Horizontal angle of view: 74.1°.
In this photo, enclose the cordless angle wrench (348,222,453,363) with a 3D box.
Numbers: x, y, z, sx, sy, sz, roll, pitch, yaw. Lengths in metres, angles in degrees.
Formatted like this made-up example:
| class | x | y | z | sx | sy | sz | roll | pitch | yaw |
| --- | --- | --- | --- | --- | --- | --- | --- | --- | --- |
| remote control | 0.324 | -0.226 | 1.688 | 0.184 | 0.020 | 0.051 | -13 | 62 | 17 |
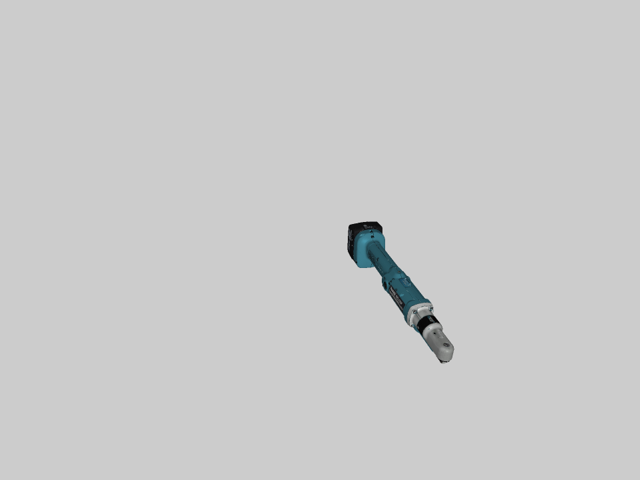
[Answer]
| class | x | y | z | sx | sy | sz | roll | pitch | yaw |
| --- | --- | --- | --- | --- | --- | --- | --- | --- | --- |
| cordless angle wrench | 0.159 | 0.091 | 0.885 | 0.074 | 0.098 | 0.422 | -7 | 31 | -14 |
